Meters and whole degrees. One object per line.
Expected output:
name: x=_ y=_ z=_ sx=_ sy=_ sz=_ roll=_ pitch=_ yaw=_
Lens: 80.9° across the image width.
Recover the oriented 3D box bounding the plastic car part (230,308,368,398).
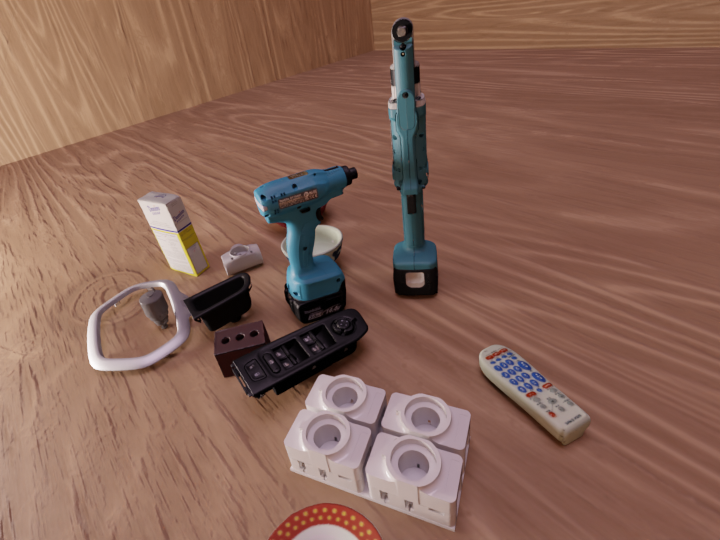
plastic car part: x=-0.074 y=0.122 z=0.600 sx=0.199 sy=0.064 sz=0.070 roll=-28 pitch=37 yaw=-23

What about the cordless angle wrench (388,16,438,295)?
cordless angle wrench: x=0.076 y=-0.150 z=0.644 sx=0.076 sy=0.408 sz=0.099 roll=-1 pitch=33 yaw=11

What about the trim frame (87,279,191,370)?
trim frame: x=-0.396 y=0.092 z=0.765 sx=0.180 sy=0.026 sz=0.263 roll=-25 pitch=37 yaw=-19

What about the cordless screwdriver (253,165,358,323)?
cordless screwdriver: x=-0.067 y=-0.043 z=0.680 sx=0.156 sy=0.240 sz=0.078 roll=-20 pitch=34 yaw=-16

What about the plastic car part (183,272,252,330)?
plastic car part: x=-0.232 y=0.062 z=0.726 sx=0.114 sy=0.068 sz=0.070 roll=-26 pitch=37 yaw=-23
